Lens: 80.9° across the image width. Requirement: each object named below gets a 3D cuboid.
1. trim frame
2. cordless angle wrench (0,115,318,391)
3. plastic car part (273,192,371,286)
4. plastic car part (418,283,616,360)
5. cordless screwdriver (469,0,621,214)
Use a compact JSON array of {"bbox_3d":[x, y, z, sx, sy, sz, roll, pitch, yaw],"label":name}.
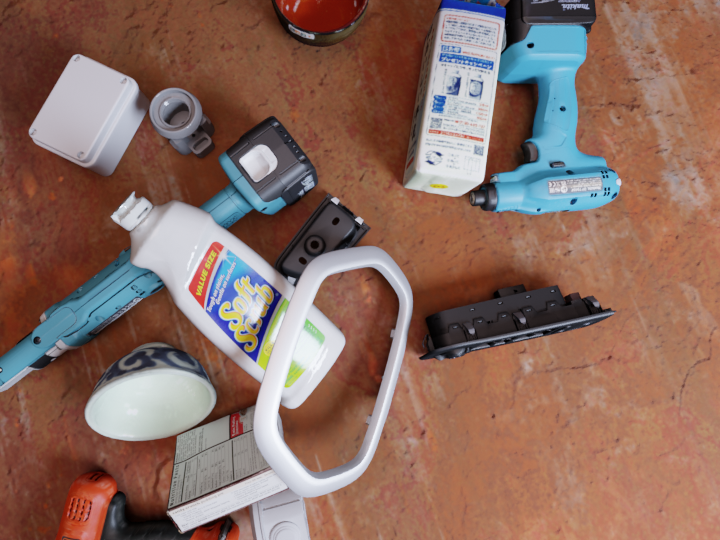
[{"bbox_3d":[-0.015,0.093,0.422,0.174,0.029,0.250,27,71,-37],"label":"trim frame"},{"bbox_3d":[-0.235,-0.002,0.458,0.423,0.097,0.075,-37,89,0],"label":"cordless angle wrench"},{"bbox_3d":[-0.046,-0.030,0.467,0.066,0.071,0.116,40,81,1],"label":"plastic car part"},{"bbox_3d":[0.159,0.054,0.465,0.202,0.065,0.068,-16,77,-3],"label":"plastic car part"},{"bbox_3d":[0.195,-0.188,0.489,0.159,0.074,0.249,-6,88,-2],"label":"cordless screwdriver"}]
